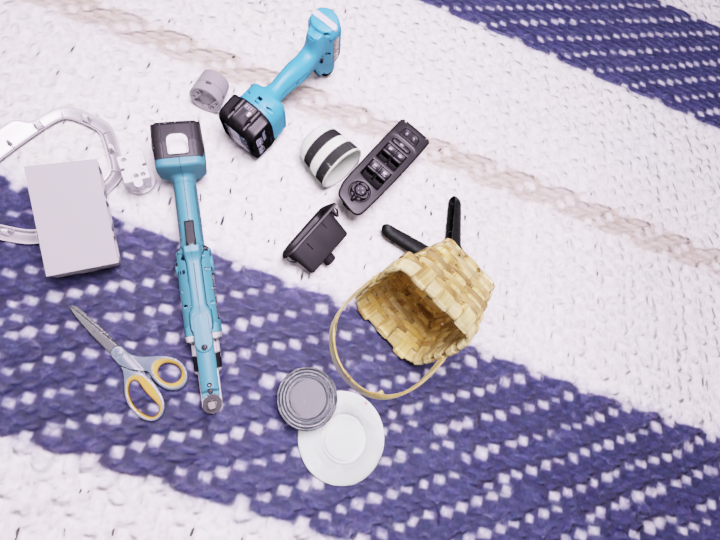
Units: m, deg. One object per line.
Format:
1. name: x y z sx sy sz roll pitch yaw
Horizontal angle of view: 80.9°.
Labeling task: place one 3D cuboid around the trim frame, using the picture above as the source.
1. trim frame: -0.485 -0.151 0.645 0.185 0.027 0.247 40 72 3

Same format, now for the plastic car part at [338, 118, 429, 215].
1. plastic car part: 0.030 -0.172 0.730 0.065 0.068 0.202 43 67 -8

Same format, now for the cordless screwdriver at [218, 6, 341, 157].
1. cordless screwdriver: -0.124 -0.306 0.720 0.075 0.159 0.248 40 86 0

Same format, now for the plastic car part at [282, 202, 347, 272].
1. plastic car part: -0.067 -0.044 0.684 0.069 0.068 0.116 41 73 -16

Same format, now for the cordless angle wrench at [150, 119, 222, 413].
1. cordless angle wrench: -0.245 -0.010 0.625 0.073 0.099 0.428 -8 80 -17
